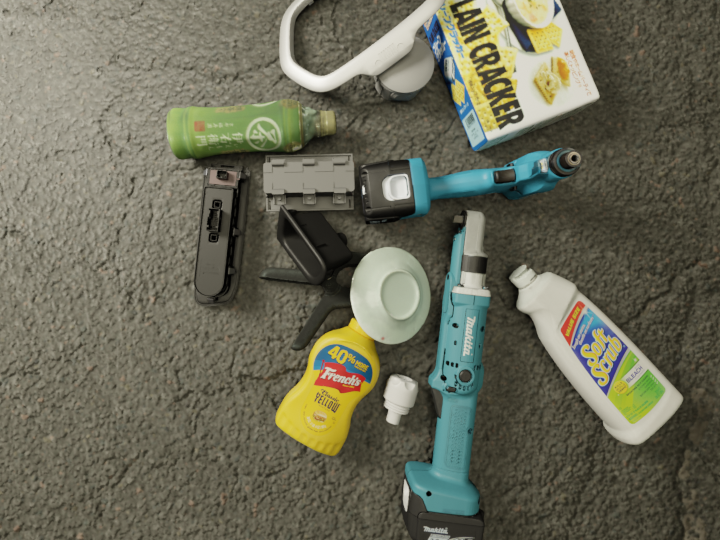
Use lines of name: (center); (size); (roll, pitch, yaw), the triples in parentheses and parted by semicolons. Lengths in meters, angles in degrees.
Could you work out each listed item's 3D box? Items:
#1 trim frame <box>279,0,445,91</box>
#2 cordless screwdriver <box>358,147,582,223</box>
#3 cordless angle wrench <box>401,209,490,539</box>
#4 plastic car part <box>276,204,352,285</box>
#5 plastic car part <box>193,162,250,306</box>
trim frame: (-0.005, -0.348, 0.578); (0.250, 0.026, 0.190); (-34, 70, 8)
cordless screwdriver: (0.124, -0.111, 0.532); (0.249, 0.159, 0.074); (-7, 92, 0)
cordless angle wrench: (0.127, 0.132, 0.554); (0.098, 0.074, 0.423); (7, 90, -2)
plastic car part: (-0.055, -0.036, 0.564); (0.069, 0.064, 0.122); (-24, 57, -30)
plastic car part: (-0.194, -0.049, 0.580); (0.065, 0.068, 0.203); (5, 90, -10)
